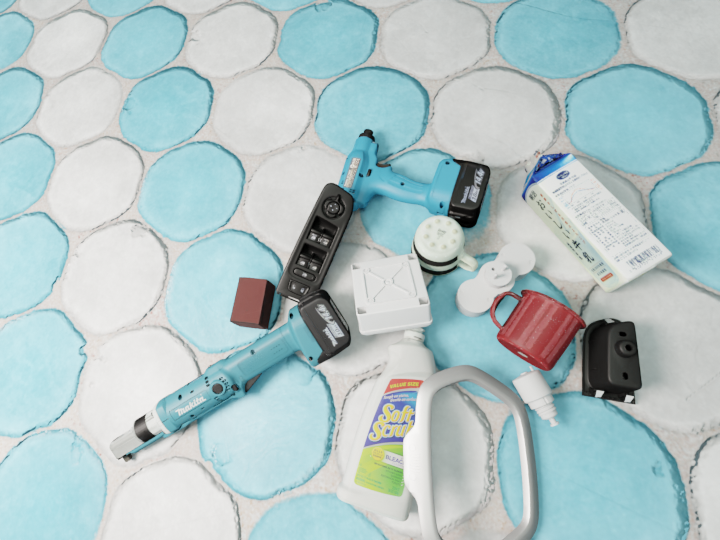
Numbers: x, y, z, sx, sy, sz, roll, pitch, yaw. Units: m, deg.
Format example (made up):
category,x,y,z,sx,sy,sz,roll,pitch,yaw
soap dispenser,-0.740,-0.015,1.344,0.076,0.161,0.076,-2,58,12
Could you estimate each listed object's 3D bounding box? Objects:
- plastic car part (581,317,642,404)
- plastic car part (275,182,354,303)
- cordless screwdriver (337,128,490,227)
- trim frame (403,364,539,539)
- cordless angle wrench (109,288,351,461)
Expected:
category,x,y,z,sx,sy,sz,roll,pitch,yaw
plastic car part,0.350,0.117,0.578,0.067,0.069,0.118,6,75,9
plastic car part,-0.069,-0.045,0.707,0.067,0.067,0.202,24,97,2
cordless screwdriver,0.090,-0.166,0.732,0.257,0.071,0.160,11,73,18
trim frame,0.147,0.254,0.560,0.181,0.027,0.252,4,74,-10
cordless angle wrench,-0.214,0.175,0.662,0.424,0.075,0.097,-31,95,3
